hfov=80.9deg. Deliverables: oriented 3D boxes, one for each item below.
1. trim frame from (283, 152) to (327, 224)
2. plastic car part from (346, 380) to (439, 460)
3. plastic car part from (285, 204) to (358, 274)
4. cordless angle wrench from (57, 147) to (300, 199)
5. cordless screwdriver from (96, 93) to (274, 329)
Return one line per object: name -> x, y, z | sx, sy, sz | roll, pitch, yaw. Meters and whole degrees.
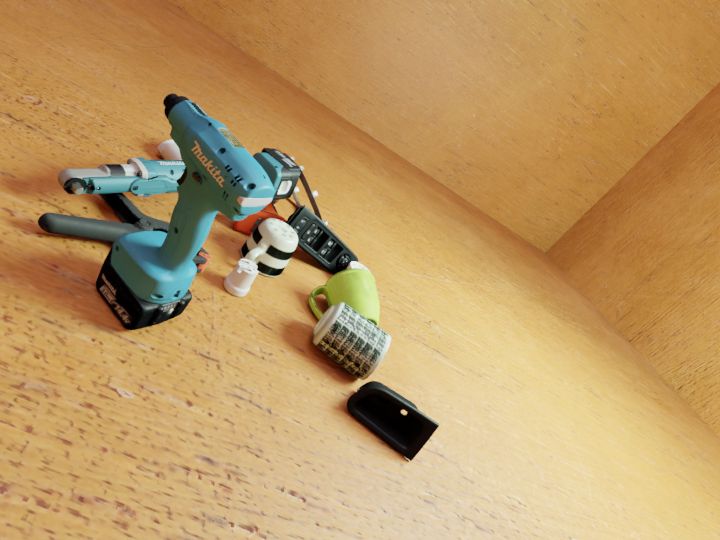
trim frame -> -0.126, -0.168, 0.947 | 0.027, 0.177, 0.262 | -23, 34, -14
plastic car part -> 0.040, 0.195, 0.599 | 0.118, 0.066, 0.070 | 35, 8, 4
plastic car part -> -0.083, -0.054, 0.852 | 0.192, 0.066, 0.071 | 41, -10, -36
cordless angle wrench -> -0.275, -0.158, 0.711 | 0.102, 0.074, 0.407 | 41, 32, 21
cordless screwdriver -> -0.215, -0.060, 0.475 | 0.164, 0.250, 0.072 | 50, 25, 14
